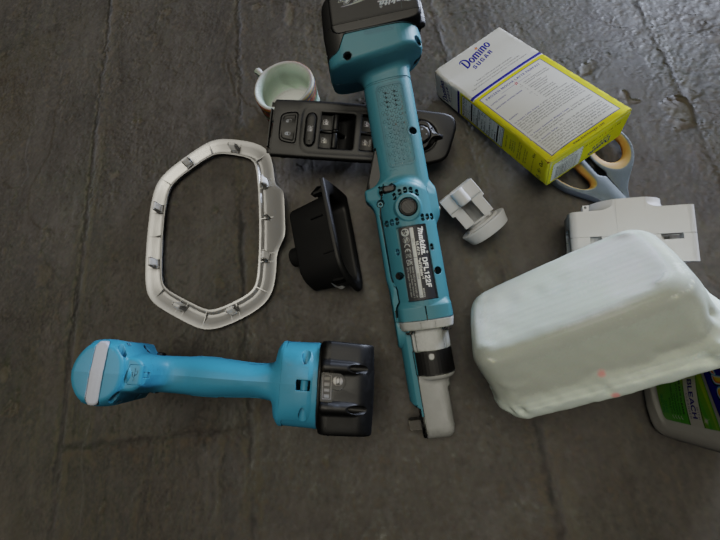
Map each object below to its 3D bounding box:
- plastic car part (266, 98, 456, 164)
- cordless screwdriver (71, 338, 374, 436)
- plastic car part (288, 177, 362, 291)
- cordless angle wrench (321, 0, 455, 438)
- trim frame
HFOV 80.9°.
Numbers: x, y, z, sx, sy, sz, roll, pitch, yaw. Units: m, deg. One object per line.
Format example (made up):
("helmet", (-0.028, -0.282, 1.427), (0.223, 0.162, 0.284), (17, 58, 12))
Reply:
("plastic car part", (0.000, -0.146, 0.478), (0.207, 0.065, 0.067), (5, 77, 10))
("cordless screwdriver", (-0.115, 0.102, 0.403), (0.248, 0.158, 0.075), (4, 77, -3))
("plastic car part", (-0.045, -0.029, 0.461), (0.073, 0.063, 0.119), (-15, 72, 22))
("cordless angle wrench", (0.041, -0.058, 0.405), (0.099, 0.073, 0.426), (-10, 85, 4))
("trim frame", (-0.178, -0.054, 0.513), (0.187, 0.026, 0.254), (-7, 69, 9))
